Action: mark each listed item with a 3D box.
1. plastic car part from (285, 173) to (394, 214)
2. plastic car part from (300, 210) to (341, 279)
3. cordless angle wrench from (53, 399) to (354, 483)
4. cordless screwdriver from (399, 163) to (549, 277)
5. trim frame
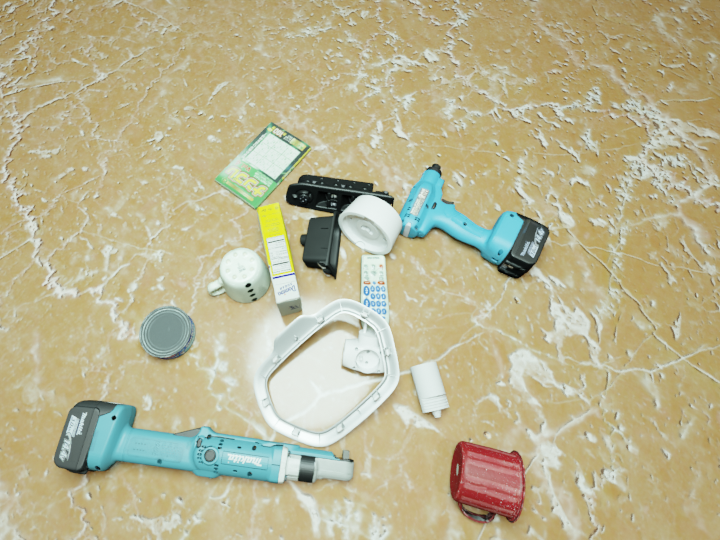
[{"bbox_3d":[-0.041,-0.147,0.803,0.204,0.064,0.068,6,59,2],"label":"plastic car part"},{"bbox_3d":[-0.075,-0.049,0.769,0.072,0.063,0.119,-2,65,12],"label":"plastic car part"},{"bbox_3d":[-0.221,0.271,0.630,0.423,0.073,0.099,8,69,0],"label":"cordless angle wrench"},{"bbox_3d":[0.208,-0.098,0.779,0.255,0.072,0.160,23,70,12],"label":"cordless screwdriver"},{"bbox_3d":[-0.056,0.159,0.663,0.249,0.027,0.188,-42,78,4],"label":"trim frame"}]
